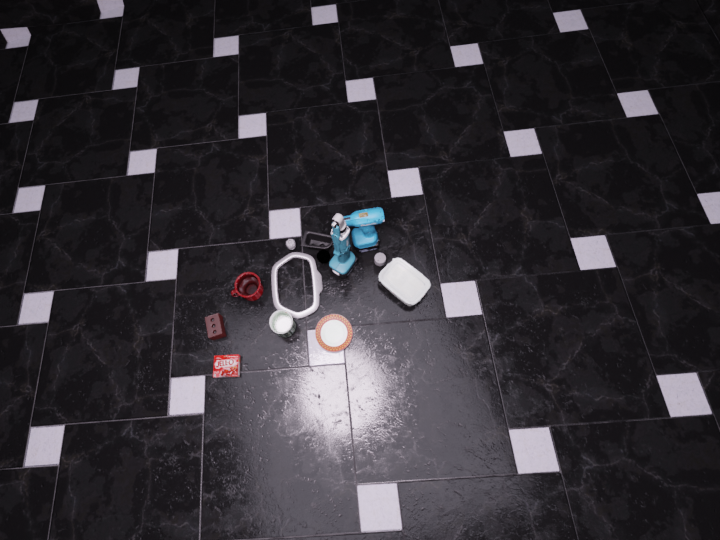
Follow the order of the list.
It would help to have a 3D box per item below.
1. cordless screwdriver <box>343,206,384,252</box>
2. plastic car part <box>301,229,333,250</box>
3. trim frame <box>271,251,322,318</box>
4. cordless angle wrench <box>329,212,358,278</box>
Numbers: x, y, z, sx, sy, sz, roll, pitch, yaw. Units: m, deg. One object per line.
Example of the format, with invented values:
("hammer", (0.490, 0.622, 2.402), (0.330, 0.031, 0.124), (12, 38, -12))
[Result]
("cordless screwdriver", (-0.003, -0.138, 1.472), (0.159, 0.242, 0.076), (-9, 71, -2))
("plastic car part", (-0.153, -0.100, 1.564), (0.118, 0.069, 0.067), (11, 71, 8))
("trim frame", (-0.231, 0.051, 1.535), (0.185, 0.027, 0.255), (-9, 68, 2))
("cordless angle wrench", (-0.062, -0.083, 1.365), (0.076, 0.412, 0.098), (32, 74, 10))
